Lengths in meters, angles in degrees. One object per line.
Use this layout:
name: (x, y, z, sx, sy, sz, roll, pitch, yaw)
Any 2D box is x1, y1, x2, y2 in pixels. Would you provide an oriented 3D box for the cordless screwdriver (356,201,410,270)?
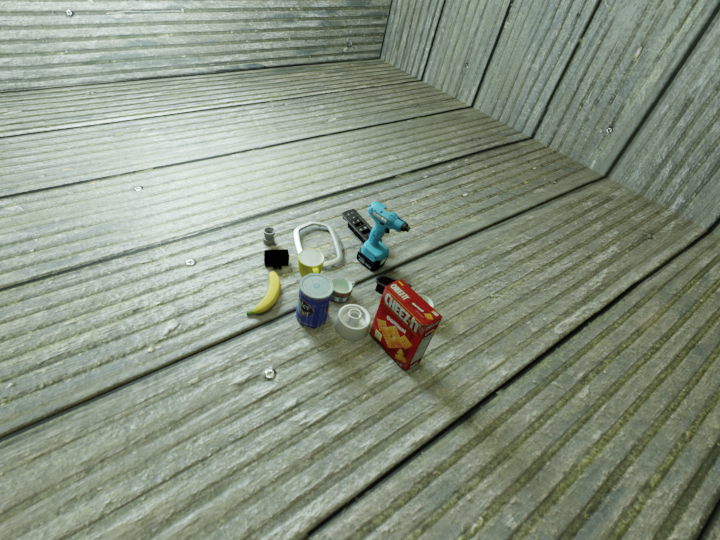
cordless screwdriver: (0.078, -0.104, 1.467, 0.167, 0.243, 0.072, 38, 46, 25)

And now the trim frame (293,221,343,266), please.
trim frame: (-0.155, -0.101, 1.582, 0.180, 0.027, 0.260, -5, 44, -16)

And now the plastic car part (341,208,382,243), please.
plastic car part: (0.001, -0.154, 1.642, 0.064, 0.065, 0.214, -20, 50, -31)

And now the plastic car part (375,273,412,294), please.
plastic car part: (0.101, 0.066, 1.414, 0.120, 0.069, 0.066, 23, 42, 13)
